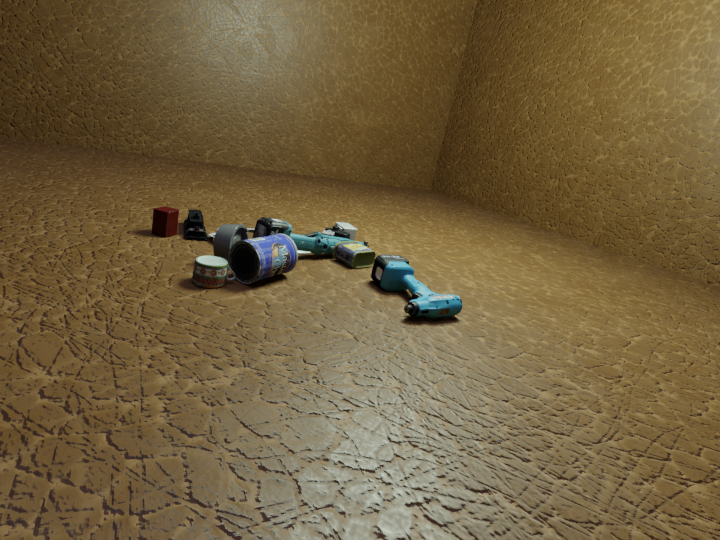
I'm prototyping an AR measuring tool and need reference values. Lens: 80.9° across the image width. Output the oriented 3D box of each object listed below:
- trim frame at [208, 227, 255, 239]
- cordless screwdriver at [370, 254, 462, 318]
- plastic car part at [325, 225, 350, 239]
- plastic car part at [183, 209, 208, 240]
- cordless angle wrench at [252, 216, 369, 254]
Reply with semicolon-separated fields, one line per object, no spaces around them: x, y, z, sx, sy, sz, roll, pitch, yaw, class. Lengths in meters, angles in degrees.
-0.356;-0.116;1.317;0.192;0.027;0.241;9;16;24;trim frame
0.112;0.042;1.053;0.152;0.073;0.263;-1;25;-33;cordless screwdriver
-0.082;-0.113;1.420;0.121;0.070;0.064;21;18;20;plastic car part
-0.514;-0.148;1.311;0.064;0.066;0.212;-4;19;-22;plastic car part
-0.124;-0.081;1.266;0.401;0.097;0.079;5;16;-44;cordless angle wrench
